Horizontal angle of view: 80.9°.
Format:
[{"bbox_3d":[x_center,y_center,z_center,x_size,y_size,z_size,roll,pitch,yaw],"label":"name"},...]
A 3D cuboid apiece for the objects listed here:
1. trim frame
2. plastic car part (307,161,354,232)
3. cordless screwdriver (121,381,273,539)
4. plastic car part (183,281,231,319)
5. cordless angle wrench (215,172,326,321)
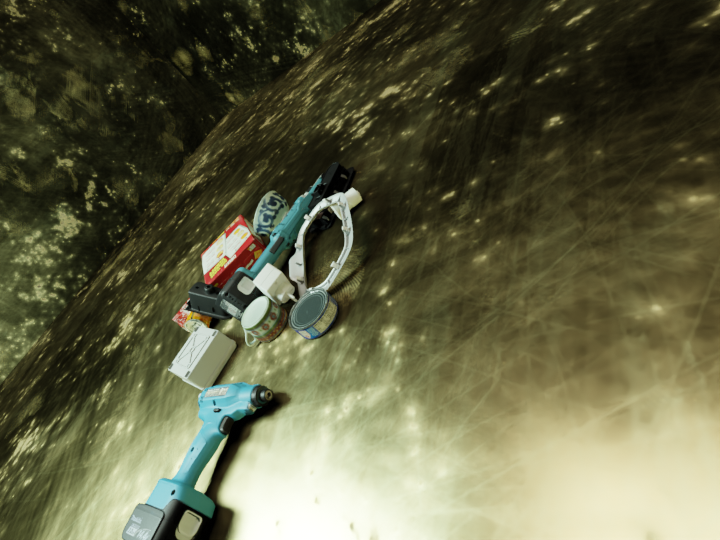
[{"bbox_3d":[-0.082,-0.053,0.834,0.186,0.026,0.258,-43,38,30],"label":"trim frame"},{"bbox_3d":[-0.076,-0.182,0.990,0.068,0.064,0.204,-20,36,46],"label":"plastic car part"},{"bbox_3d":[-0.223,0.279,0.619,0.164,0.071,0.252,-20,36,35],"label":"cordless screwdriver"},{"bbox_3d":[-0.344,0.061,0.962,0.121,0.068,0.066,10,42,20],"label":"plastic car part"},{"bbox_3d":[-0.174,-0.079,0.962,0.423,0.074,0.099,-61,8,-31],"label":"cordless angle wrench"}]
